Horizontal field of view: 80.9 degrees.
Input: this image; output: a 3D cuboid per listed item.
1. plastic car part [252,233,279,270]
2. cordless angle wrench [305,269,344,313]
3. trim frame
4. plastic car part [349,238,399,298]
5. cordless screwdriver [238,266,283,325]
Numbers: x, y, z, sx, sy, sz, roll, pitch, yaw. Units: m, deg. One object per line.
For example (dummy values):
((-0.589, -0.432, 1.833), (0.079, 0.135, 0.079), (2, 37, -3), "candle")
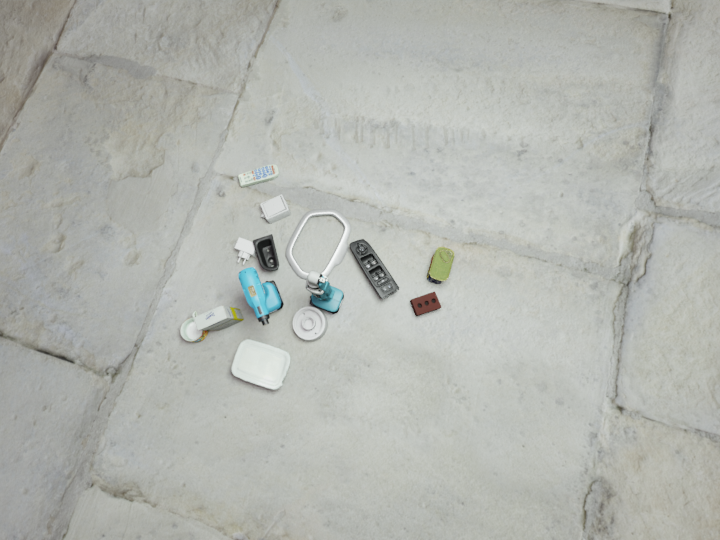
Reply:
((-0.292, -0.046, 1.348), (0.066, 0.069, 0.119), (-19, 76, -2), "plastic car part")
((-0.104, 0.051, 1.128), (0.099, 0.415, 0.074), (21, 80, 4), "cordless angle wrench")
((-0.133, -0.087, 1.365), (0.188, 0.027, 0.249), (24, 79, 11), "trim frame")
((0.038, -0.008, 1.309), (0.066, 0.065, 0.208), (-31, 76, -4), "plastic car part")
((-0.279, 0.089, 1.223), (0.074, 0.244, 0.163), (-23, 78, -4), "cordless screwdriver")
